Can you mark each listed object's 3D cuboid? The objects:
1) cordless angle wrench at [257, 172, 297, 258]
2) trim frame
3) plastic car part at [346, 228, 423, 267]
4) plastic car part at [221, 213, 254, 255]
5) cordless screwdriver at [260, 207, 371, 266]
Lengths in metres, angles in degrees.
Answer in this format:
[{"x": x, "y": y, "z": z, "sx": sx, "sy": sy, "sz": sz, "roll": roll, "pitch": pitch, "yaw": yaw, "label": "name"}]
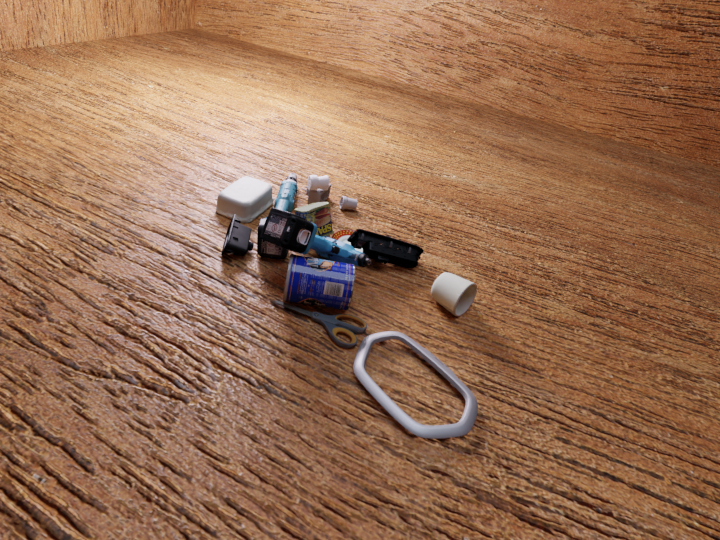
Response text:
[{"x": -0.212, "y": -0.183, "z": 1.175, "sx": 0.074, "sy": 0.096, "sz": 0.434, "roll": 6, "pitch": 33, "yaw": -5, "label": "cordless angle wrench"}, {"x": 0.098, "y": 0.205, "z": 0.786, "sx": 0.178, "sy": 0.027, "sz": 0.262, "roll": -24, "pitch": 47, "yaw": -36, "label": "trim frame"}, {"x": 0.070, "y": -0.049, "z": 1.064, "sx": 0.196, "sy": 0.066, "sz": 0.069, "roll": 11, "pitch": 53, "yaw": -20, "label": "plastic car part"}, {"x": -0.297, "y": -0.072, "z": 1.034, "sx": 0.068, "sy": 0.066, "sz": 0.121, "roll": 15, "pitch": 37, "yaw": -21, "label": "plastic car part"}, {"x": -0.093, "y": -0.061, "z": 0.949, "sx": 0.168, "sy": 0.074, "sz": 0.235, "roll": 21, "pitch": 0, "yaw": 36, "label": "cordless screwdriver"}]
